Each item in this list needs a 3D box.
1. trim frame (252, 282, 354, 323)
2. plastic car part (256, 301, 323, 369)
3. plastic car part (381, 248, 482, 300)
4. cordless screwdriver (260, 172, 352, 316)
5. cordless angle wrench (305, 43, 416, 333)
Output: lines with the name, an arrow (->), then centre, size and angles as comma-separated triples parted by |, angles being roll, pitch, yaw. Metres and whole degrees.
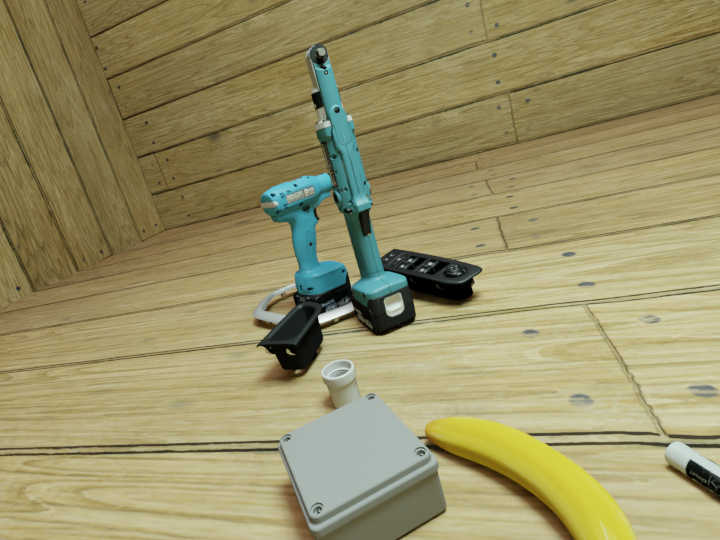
trim frame -> -0.097, 0.060, 0.816 | 0.260, 0.027, 0.180 | 0, 24, 40
plastic car part -> -0.086, 0.102, 0.618 | 0.068, 0.069, 0.115 | -8, 19, 27
plastic car part -> 0.111, 0.010, 0.721 | 0.064, 0.065, 0.213 | -26, 20, -32
cordless screwdriver -> -0.075, -0.049, 0.770 | 0.155, 0.243, 0.078 | -27, 18, -36
cordless angle wrench -> -0.012, -0.114, 0.631 | 0.073, 0.414, 0.102 | -20, 15, -16
